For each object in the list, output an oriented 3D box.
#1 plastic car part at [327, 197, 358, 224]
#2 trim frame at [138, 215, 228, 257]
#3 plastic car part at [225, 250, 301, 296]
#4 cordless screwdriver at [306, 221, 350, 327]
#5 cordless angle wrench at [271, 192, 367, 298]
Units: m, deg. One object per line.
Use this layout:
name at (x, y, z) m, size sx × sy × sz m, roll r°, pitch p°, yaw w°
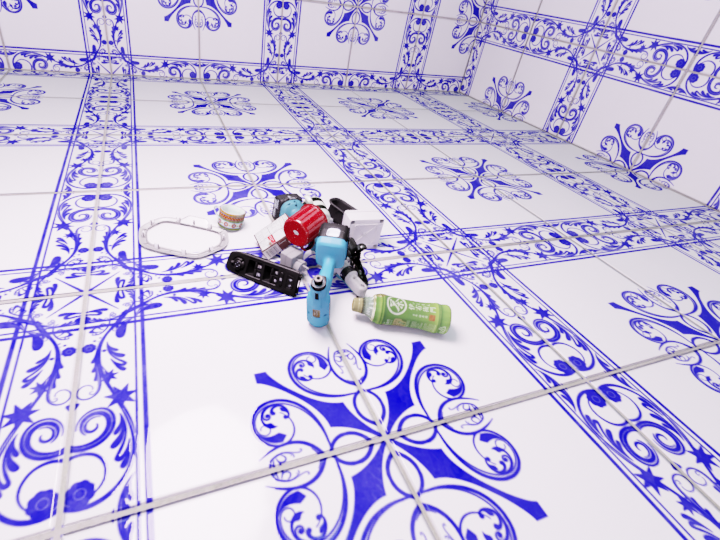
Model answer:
plastic car part at (-0.057, -0.172, 1.327) m, size 0.118 × 0.070 × 0.065 m, roll 33°, pitch 36°, yaw 5°
trim frame at (-0.488, -0.099, 1.165) m, size 0.251 × 0.027 × 0.186 m, roll 10°, pitch 34°, yaw 5°
plastic car part at (-0.238, -0.004, 1.054) m, size 0.207 × 0.065 × 0.066 m, roll 17°, pitch 25°, yaw 11°
cordless screwdriver at (-0.077, -0.012, 0.965) m, size 0.075 × 0.154 × 0.254 m, roll 8°, pitch 50°, yaw 2°
cordless angle wrench at (-0.114, -0.074, 1.163) m, size 0.071 × 0.096 × 0.447 m, roll -12°, pitch 42°, yaw -35°
